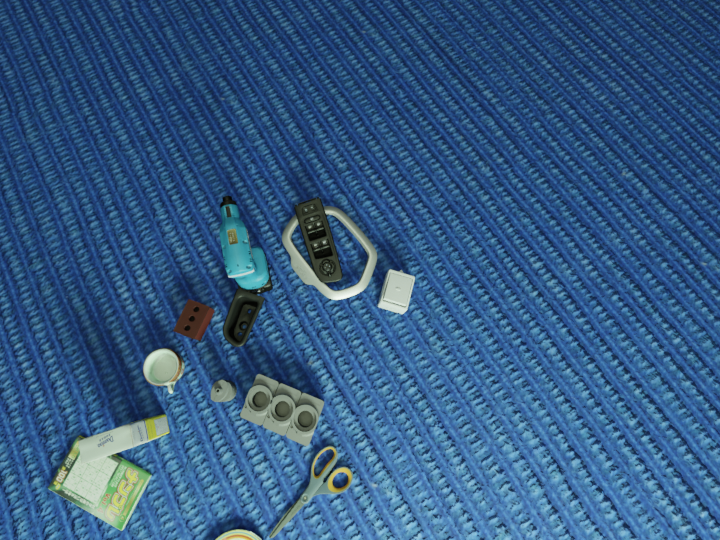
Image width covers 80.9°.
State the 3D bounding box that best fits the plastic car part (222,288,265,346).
[{"bbox_3d":[-0.256,0.110,0.924,0.067,0.070,0.117,17,73,3],"label":"plastic car part"}]

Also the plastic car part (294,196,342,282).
[{"bbox_3d":[-0.096,-0.063,0.982,0.066,0.066,0.208,-17,72,-7],"label":"plastic car part"}]

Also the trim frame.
[{"bbox_3d":[-0.075,-0.047,0.996,0.183,0.027,0.255,-38,75,-11],"label":"trim frame"}]

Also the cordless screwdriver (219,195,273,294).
[{"bbox_3d":[-0.244,-0.040,0.883,0.074,0.245,0.163,-13,75,-8],"label":"cordless screwdriver"}]
